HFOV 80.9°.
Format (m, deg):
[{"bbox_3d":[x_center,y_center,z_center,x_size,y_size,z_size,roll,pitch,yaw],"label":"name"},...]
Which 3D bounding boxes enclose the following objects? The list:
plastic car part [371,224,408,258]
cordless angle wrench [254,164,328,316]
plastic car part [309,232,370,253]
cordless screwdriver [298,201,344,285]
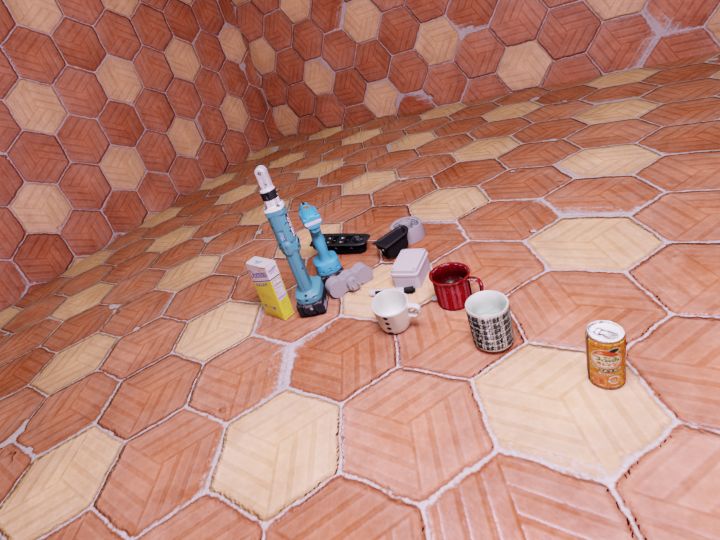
[{"bbox_3d":[0.104,-0.078,1.264,0.114,0.068,0.069,-32,30,-21],"label":"plastic car part"},{"bbox_3d":[-0.183,-0.070,1.084,0.076,0.408,0.100,-13,27,11],"label":"cordless angle wrench"},{"bbox_3d":[-0.063,-0.084,1.383,0.211,0.064,0.066,-3,32,28],"label":"plastic car part"},{"bbox_3d":[-0.120,-0.079,1.232,0.074,0.240,0.166,-22,27,-6],"label":"cordless screwdriver"}]
